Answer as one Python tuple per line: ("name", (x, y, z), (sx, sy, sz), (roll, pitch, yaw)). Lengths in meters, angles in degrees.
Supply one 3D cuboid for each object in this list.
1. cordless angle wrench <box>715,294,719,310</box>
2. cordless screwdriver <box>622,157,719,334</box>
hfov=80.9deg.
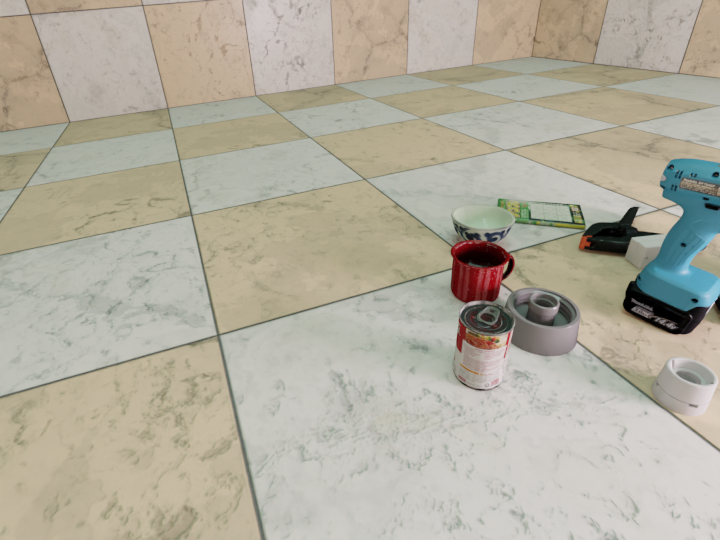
("cordless angle wrench", (0.594, -0.102, 0.537), (0.101, 0.410, 0.074), (10, 33, 18))
("cordless screwdriver", (0.483, -0.022, 0.584), (0.072, 0.241, 0.169), (-25, 38, -32))
